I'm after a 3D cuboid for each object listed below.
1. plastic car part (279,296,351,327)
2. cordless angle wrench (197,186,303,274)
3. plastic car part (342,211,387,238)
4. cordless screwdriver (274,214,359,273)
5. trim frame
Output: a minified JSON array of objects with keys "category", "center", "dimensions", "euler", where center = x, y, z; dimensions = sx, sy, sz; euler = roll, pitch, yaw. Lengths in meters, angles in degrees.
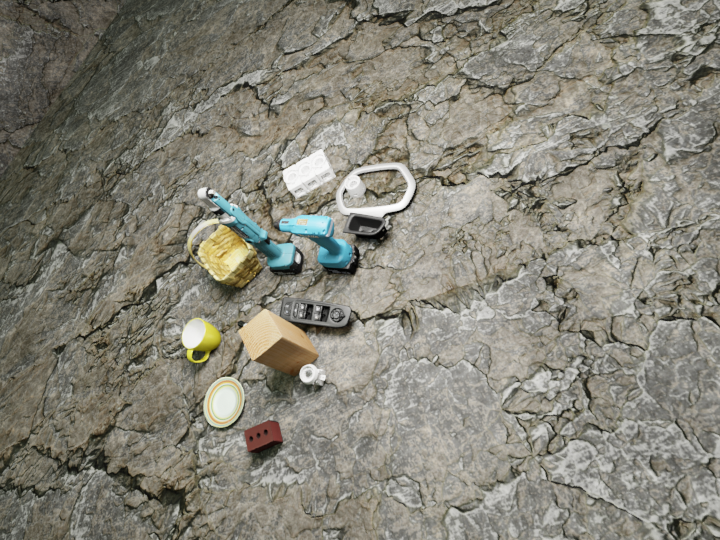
[{"category":"plastic car part","center":[-0.115,0.118,1.128],"dimensions":[0.211,0.063,0.067],"euler":[3,68,27]},{"category":"cordless angle wrench","center":[-0.285,-0.098,1.111],"dimensions":[0.101,0.401,0.076],"euler":[-2,66,22]},{"category":"plastic car part","center":[0.022,-0.114,1.174],"dimensions":[0.122,0.067,0.066],"euler":[12,72,29]},{"category":"cordless screwdriver","center":[-0.109,-0.071,1.114],"dimensions":[0.166,0.236,0.075],"euler":[6,69,26]},{"category":"trim frame","center":[0.041,-0.235,1.249],"dimensions":[0.258,0.026,0.187],"euler":[-2,65,25]}]
